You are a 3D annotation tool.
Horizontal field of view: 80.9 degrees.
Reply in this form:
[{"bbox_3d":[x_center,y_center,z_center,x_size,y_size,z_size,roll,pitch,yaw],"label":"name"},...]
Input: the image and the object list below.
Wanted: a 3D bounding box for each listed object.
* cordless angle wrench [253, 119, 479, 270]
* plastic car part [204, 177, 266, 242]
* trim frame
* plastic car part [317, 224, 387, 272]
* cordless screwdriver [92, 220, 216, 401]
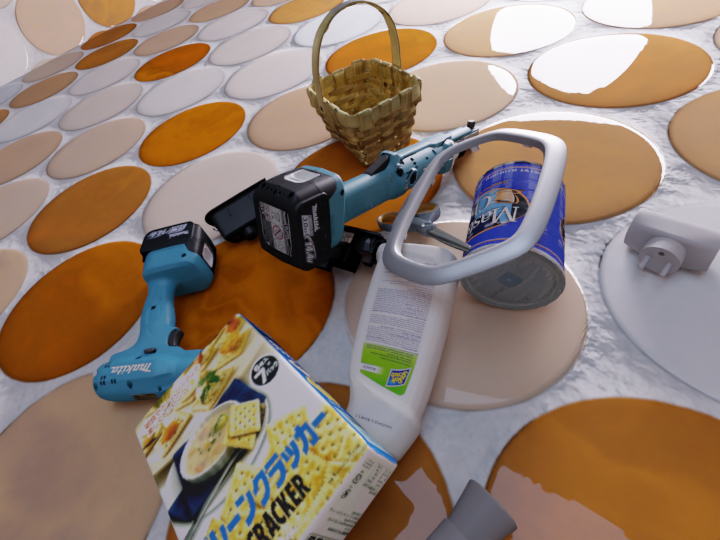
[{"bbox_3d":[0.048,-0.131,0.571,0.078,0.095,0.413,24,42,36],"label":"cordless angle wrench"},{"bbox_3d":[-0.181,-0.082,0.676,0.116,0.063,0.074,-34,62,-9],"label":"plastic car part"},{"bbox_3d":[0.119,-0.079,0.468,0.193,0.026,0.249,1,52,40],"label":"trim frame"},{"bbox_3d":[-0.058,-0.038,0.593,0.213,0.063,0.067,20,83,31],"label":"plastic car part"},{"bbox_3d":[-0.242,0.046,0.568,0.162,0.071,0.257,-10,51,9],"label":"cordless screwdriver"}]
